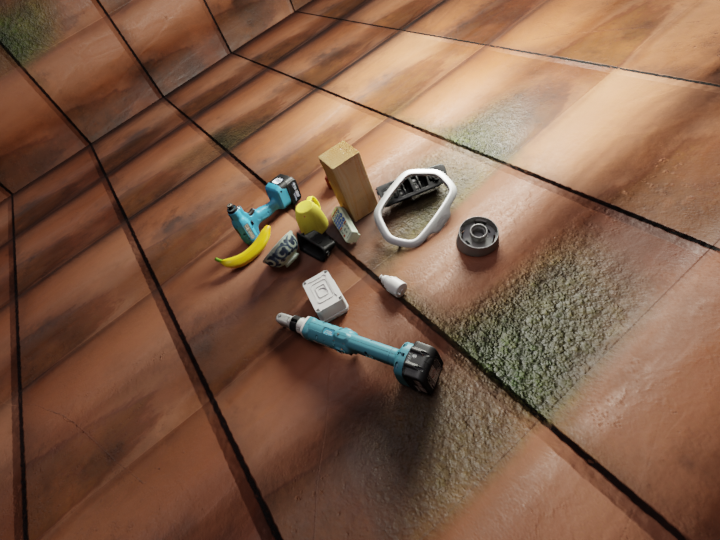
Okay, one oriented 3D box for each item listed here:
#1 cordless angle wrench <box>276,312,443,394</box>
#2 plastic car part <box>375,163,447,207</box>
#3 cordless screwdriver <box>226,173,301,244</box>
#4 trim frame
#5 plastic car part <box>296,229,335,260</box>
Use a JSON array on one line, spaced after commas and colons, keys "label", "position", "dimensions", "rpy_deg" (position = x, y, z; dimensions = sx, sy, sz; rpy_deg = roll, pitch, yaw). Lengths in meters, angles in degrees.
[{"label": "cordless angle wrench", "position": [-0.034, 0.159, 0.948], "dimensions": [0.445, 0.093, 0.074], "rpy_deg": [12, 61, 35]}, {"label": "plastic car part", "position": [0.151, -0.237, 1.208], "dimensions": [0.205, 0.064, 0.068], "rpy_deg": [-22, 70, 9]}, {"label": "cordless screwdriver", "position": [-0.308, -0.214, 1.337], "dimensions": [0.078, 0.151, 0.247], "rpy_deg": [24, 63, 36]}, {"label": "trim frame", "position": [0.148, -0.173, 1.144], "dimensions": [0.192, 0.026, 0.248], "rpy_deg": [33, 80, 24]}, {"label": "plastic car part", "position": [-0.118, -0.077, 1.206], "dimensions": [0.123, 0.063, 0.070], "rpy_deg": [26, 51, 34]}]
